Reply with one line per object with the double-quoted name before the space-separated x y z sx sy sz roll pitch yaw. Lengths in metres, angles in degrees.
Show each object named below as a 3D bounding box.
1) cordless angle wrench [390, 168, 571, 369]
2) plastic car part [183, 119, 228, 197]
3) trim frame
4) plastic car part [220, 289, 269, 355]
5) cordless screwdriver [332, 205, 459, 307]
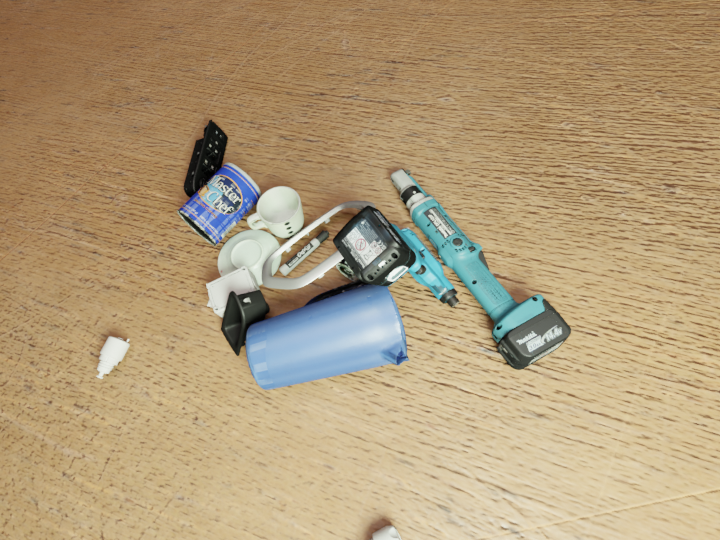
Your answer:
"cordless angle wrench" 0.170 -0.036 0.740 0.097 0.071 0.443 -28 59 -7
"plastic car part" -0.355 -0.241 0.951 0.069 0.063 0.208 -9 61 15
"trim frame" -0.075 -0.049 0.766 0.247 0.026 0.194 -40 35 -7
"plastic car part" -0.193 0.079 0.730 0.068 0.115 0.069 -16 53 -41
"cordless screwdriver" 0.071 -0.009 0.655 0.075 0.237 0.166 -44 67 18
